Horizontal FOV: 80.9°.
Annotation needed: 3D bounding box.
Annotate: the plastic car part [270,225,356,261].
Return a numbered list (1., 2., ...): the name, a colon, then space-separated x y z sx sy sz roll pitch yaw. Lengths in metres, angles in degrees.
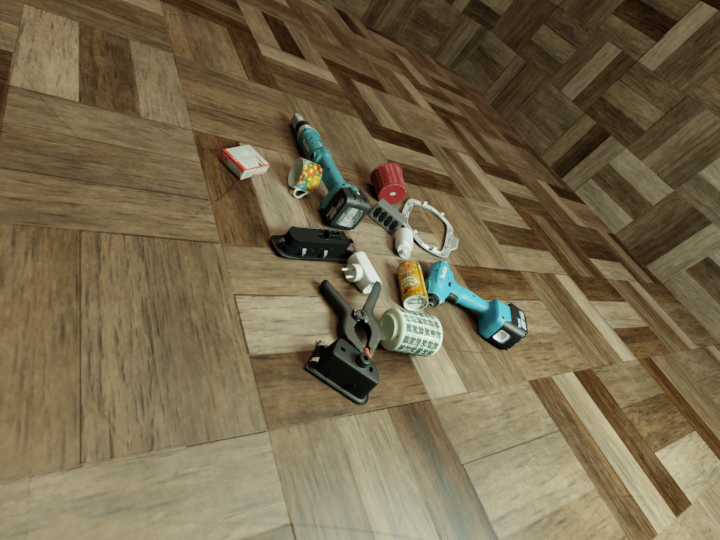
1. plastic car part: -0.084 -0.055 0.859 0.194 0.068 0.069 -2 59 -38

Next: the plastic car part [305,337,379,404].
1. plastic car part: -0.017 0.152 0.674 0.116 0.071 0.066 34 37 -1

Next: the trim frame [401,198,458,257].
1. trim frame: 0.199 -0.126 1.203 0.183 0.028 0.249 36 34 -4

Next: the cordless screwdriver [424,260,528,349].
1. cordless screwdriver: 0.256 0.090 0.973 0.250 0.074 0.159 34 36 1

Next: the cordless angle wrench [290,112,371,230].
1. cordless angle wrench: -0.102 -0.278 1.066 0.070 0.098 0.443 10 40 -39
